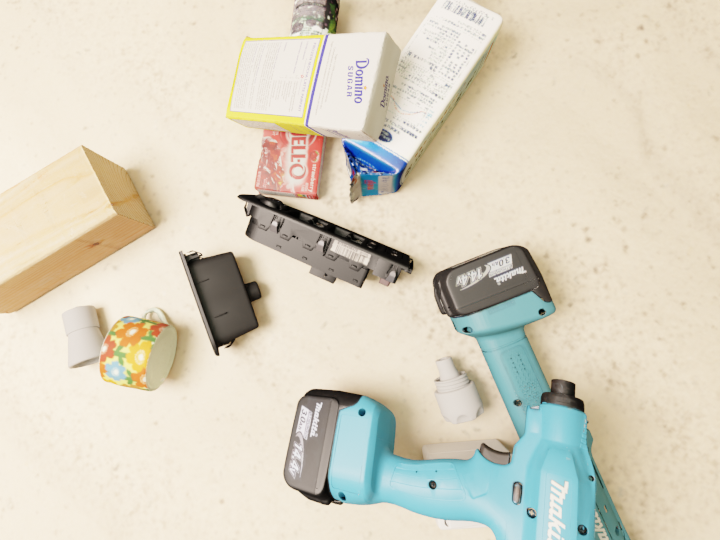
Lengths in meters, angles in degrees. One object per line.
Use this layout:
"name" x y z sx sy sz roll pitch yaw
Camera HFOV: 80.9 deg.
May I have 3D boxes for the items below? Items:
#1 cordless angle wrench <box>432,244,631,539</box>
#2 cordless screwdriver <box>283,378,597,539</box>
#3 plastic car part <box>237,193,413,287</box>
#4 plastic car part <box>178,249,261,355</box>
"cordless angle wrench" 0.195 0.185 0.410 0.098 0.073 0.428 -22 83 1
"cordless screwdriver" 0.063 0.157 0.377 0.260 0.070 0.161 5 65 28
"plastic car part" -0.046 -0.030 0.469 0.206 0.066 0.066 27 112 7
"plastic car part" -0.149 0.026 0.472 0.070 0.066 0.118 -24 85 -14
